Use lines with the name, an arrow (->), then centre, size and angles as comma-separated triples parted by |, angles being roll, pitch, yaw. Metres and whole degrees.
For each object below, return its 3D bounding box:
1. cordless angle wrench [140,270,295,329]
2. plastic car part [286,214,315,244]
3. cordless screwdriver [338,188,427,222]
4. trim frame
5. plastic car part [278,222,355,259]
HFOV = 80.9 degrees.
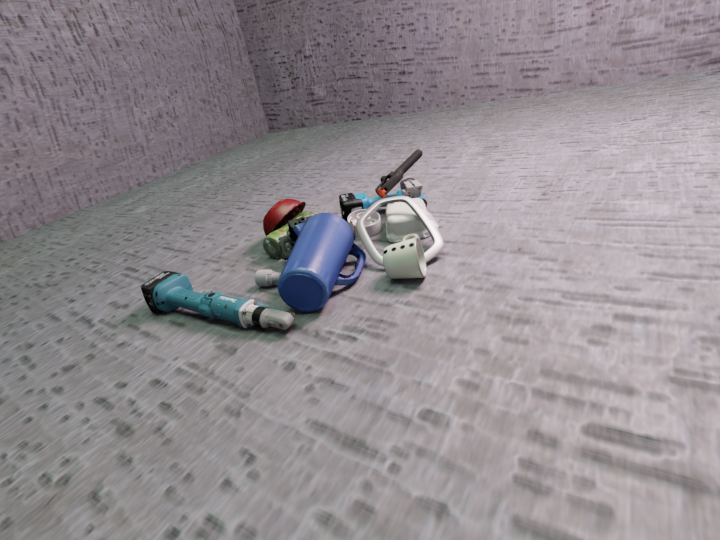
cordless angle wrench -> -0.318, 0.075, 0.926 | 0.444, 0.072, 0.096 | 8, 33, 33
plastic car part -> -0.133, -0.109, 1.066 | 0.116, 0.068, 0.068 | -7, 57, -1
cordless screwdriver -> 0.066, -0.196, 1.258 | 0.247, 0.072, 0.165 | -12, 26, -5
trim frame -> 0.092, -0.096, 1.015 | 0.184, 0.026, 0.261 | -24, 45, -1
plastic car part -> -0.109, -0.071, 1.111 | 0.204, 0.064, 0.069 | -15, 62, 3
